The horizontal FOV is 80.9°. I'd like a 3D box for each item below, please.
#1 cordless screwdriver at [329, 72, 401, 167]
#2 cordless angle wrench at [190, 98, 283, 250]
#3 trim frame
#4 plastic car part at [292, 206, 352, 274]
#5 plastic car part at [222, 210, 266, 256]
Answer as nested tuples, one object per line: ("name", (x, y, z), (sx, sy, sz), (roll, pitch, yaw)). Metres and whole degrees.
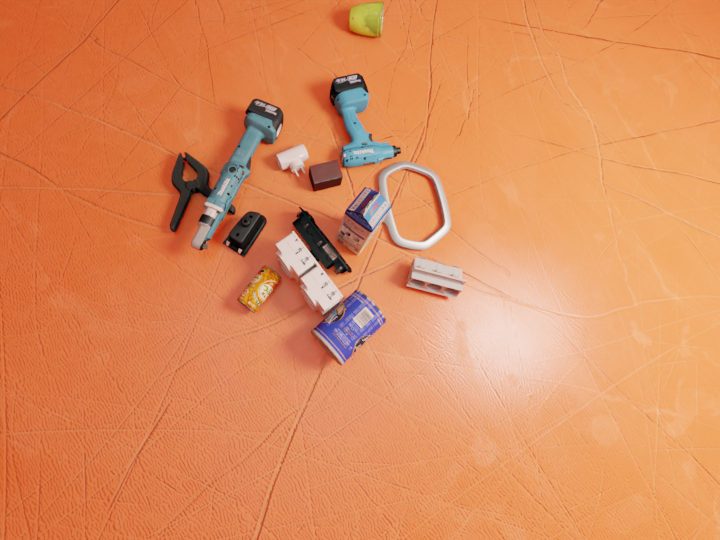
("cordless screwdriver", (0.008, -0.401, 1.136), (0.158, 0.074, 0.253), (-10, 78, -7))
("cordless angle wrench", (-0.314, -0.238, 1.050), (0.098, 0.074, 0.426), (21, 69, -2))
("trim frame", (0.134, -0.171, 1.094), (0.182, 0.027, 0.253), (-9, 75, -7))
("plastic car part", (-0.101, -0.066, 1.037), (0.068, 0.064, 0.207), (-37, 79, 13))
("plastic car part", (-0.281, -0.102, 1.031), (0.066, 0.070, 0.116), (32, 77, 2))
